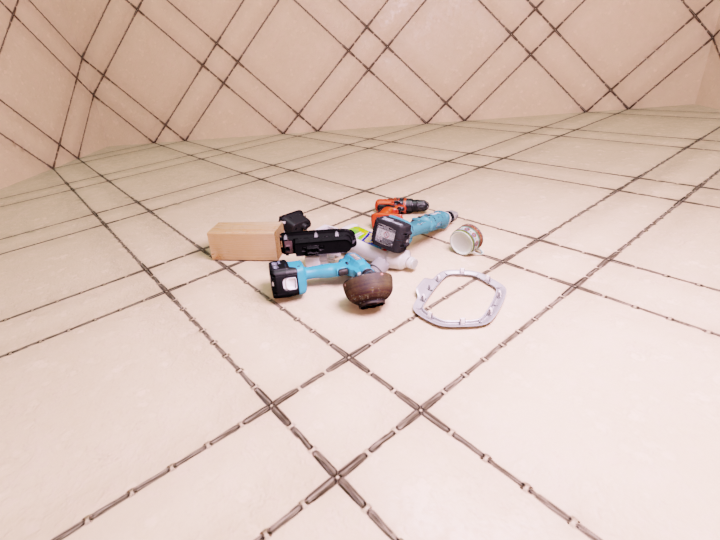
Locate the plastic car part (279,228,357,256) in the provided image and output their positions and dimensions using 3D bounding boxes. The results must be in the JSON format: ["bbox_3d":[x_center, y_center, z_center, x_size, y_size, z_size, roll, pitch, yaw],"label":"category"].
[{"bbox_3d":[-0.108,-0.071,1.103,0.202,0.064,0.069,-6,24,-4],"label":"plastic car part"}]

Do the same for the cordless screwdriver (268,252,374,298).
[{"bbox_3d":[-0.095,0.011,1.030,0.244,0.073,0.165,-10,17,-15],"label":"cordless screwdriver"}]

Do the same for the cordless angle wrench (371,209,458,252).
[{"bbox_3d":[0.186,-0.134,1.217,0.103,0.073,0.408,24,27,31],"label":"cordless angle wrench"}]

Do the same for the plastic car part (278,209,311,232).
[{"bbox_3d":[-0.209,-0.155,1.399,0.075,0.064,0.113,34,42,30],"label":"plastic car part"}]

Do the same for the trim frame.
[{"bbox_3d":[0.222,0.055,0.957,0.193,0.027,0.244,12,35,31],"label":"trim frame"}]
